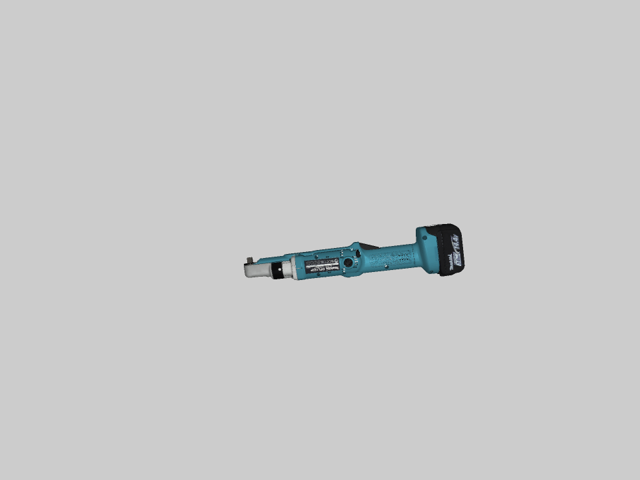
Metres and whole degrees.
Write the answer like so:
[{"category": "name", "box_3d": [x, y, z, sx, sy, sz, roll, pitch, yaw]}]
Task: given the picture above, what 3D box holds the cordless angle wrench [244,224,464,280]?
[{"category": "cordless angle wrench", "box_3d": [0.057, 0.040, 0.833, 0.423, 0.098, 0.074, -7, 3, 6]}]
